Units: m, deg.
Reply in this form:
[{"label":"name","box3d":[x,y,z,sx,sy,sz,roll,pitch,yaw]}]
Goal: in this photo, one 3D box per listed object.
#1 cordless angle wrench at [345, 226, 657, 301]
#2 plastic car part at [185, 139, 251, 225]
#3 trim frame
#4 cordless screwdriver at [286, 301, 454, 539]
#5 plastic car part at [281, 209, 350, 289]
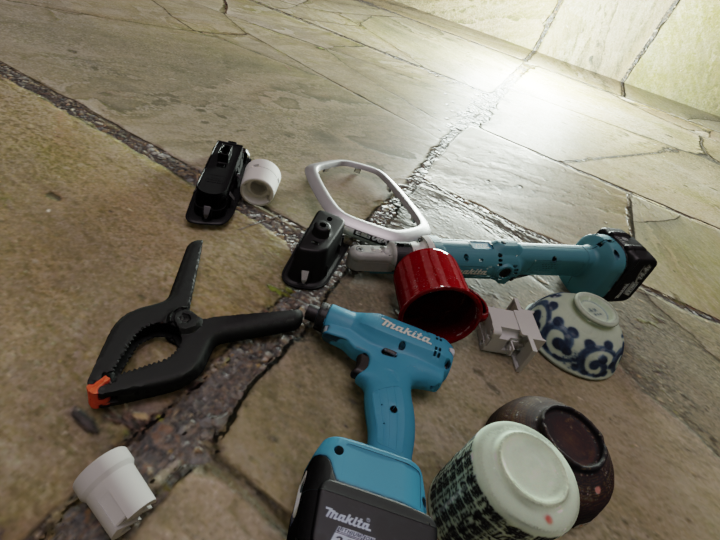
[{"label":"cordless angle wrench","box3d":[0.187,-0.013,0.581,0.415,0.096,0.077,2,40,-11]},{"label":"plastic car part","box3d":[-0.202,-0.140,0.619,0.065,0.067,0.209,15,42,-16]},{"label":"trim frame","box3d":[0.010,-0.116,0.667,0.178,0.027,0.261,-1,36,-24]},{"label":"cordless screwdriver","box3d":[-0.005,0.128,0.371,0.161,0.073,0.250,19,37,3]},{"label":"plastic car part","box3d":[-0.053,-0.034,0.538,0.067,0.070,0.117,21,37,4]}]
